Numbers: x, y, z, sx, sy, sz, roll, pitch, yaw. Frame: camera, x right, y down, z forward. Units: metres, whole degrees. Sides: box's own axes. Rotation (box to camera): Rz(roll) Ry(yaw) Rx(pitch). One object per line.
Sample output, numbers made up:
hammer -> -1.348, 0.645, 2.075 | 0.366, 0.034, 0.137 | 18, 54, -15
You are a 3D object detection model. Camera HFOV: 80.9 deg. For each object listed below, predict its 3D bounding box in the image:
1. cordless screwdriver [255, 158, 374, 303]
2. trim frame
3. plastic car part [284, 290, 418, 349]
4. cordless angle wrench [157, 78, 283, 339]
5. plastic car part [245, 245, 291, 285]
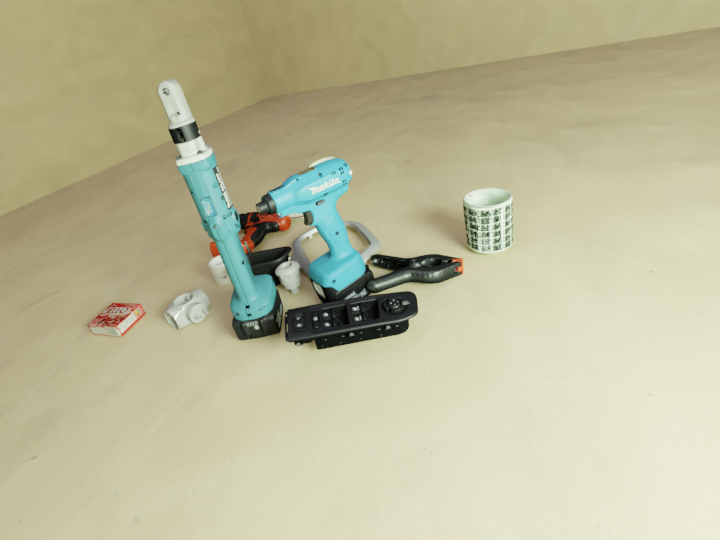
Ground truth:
cordless screwdriver -> -0.068, -0.045, 0.697 | 0.156, 0.240, 0.078 | -28, 31, -23
trim frame -> -0.062, -0.050, 0.909 | 0.182, 0.026, 0.260 | -22, 31, -9
plastic car part -> -0.010, 0.081, 0.639 | 0.204, 0.064, 0.068 | -14, 30, 3
cordless angle wrench -> -0.217, -0.078, 0.657 | 0.075, 0.408, 0.101 | -12, 28, 4
plastic car part -> -0.186, -0.001, 0.848 | 0.119, 0.068, 0.067 | -8, 30, 13
